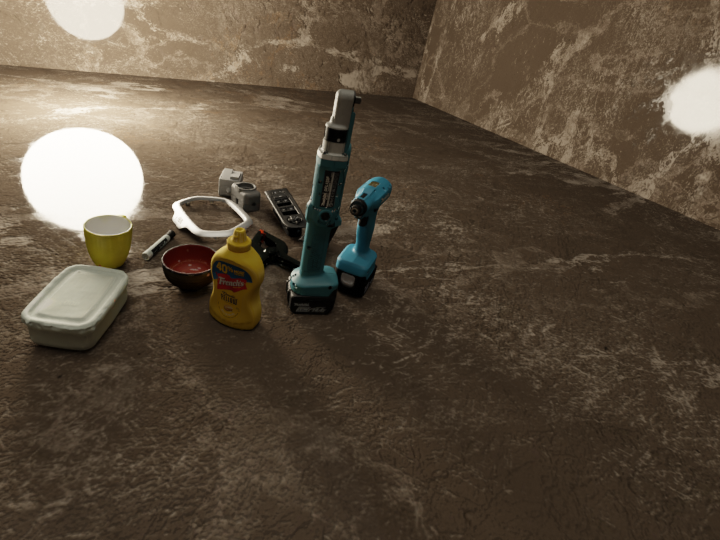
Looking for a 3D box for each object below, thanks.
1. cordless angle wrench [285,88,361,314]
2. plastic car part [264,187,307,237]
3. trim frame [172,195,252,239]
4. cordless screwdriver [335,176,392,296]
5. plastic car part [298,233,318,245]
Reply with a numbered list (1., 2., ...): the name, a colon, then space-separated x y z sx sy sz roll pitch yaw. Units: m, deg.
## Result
1. cordless angle wrench: -0.065 -0.107 0.762 0.096 0.415 0.077 5 31 -14
2. plastic car part: -0.200 -0.151 1.132 0.064 0.066 0.214 -6 35 -27
3. trim frame: -0.390 -0.142 1.101 0.177 0.027 0.263 -15 39 -35
4. cordless screwdriver: -0.003 -0.059 0.866 0.076 0.244 0.158 20 31 13
5. plastic car part: -0.099 -0.065 1.016 0.067 0.069 0.116 17 31 9
